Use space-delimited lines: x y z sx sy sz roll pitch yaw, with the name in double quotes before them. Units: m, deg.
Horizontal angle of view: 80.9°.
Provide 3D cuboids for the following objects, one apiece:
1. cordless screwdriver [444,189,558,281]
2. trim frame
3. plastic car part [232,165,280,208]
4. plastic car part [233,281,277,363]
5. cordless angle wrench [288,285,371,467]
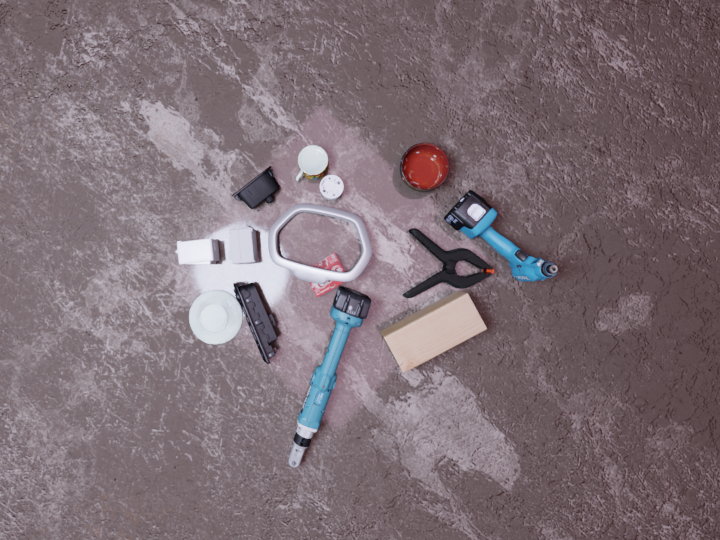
"cordless screwdriver" 0.310 -0.070 0.931 0.251 0.158 0.074 43 88 3
"trim frame" -0.096 -0.063 0.987 0.252 0.027 0.186 13 75 8
"plastic car part" -0.240 -0.188 1.005 0.116 0.068 0.069 -36 105 -4
"plastic car part" -0.239 0.112 0.985 0.066 0.067 0.204 -27 87 -11
"cordless angle wrench" -0.083 0.248 0.962 0.074 0.099 0.422 20 91 -5
